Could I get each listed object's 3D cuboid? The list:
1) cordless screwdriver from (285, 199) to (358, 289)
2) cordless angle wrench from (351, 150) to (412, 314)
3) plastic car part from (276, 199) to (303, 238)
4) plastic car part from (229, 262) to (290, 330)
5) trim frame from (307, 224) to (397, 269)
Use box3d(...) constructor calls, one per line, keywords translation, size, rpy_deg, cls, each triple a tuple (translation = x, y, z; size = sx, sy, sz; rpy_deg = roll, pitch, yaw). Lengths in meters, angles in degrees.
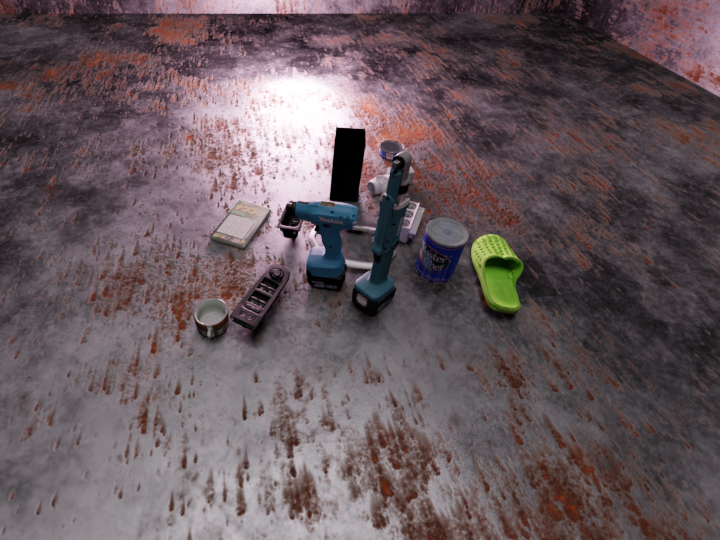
box3d(translation=(-0.098, -0.064, 1.002), size=(0.160, 0.242, 0.076), rpy_deg=(10, 46, 2), cls="cordless screwdriver")
box3d(translation=(0.054, -0.068, 0.899), size=(0.078, 0.412, 0.096), rpy_deg=(36, 51, 23), cls="cordless angle wrench")
box3d(translation=(-0.189, -0.133, 1.183), size=(0.066, 0.069, 0.119), rpy_deg=(9, 46, 1), cls="plastic car part")
box3d(translation=(-0.226, 0.065, 0.992), size=(0.068, 0.065, 0.204), rpy_deg=(17, 47, 10), cls="plastic car part")
box3d(translation=(-0.023, -0.073, 1.165), size=(0.249, 0.027, 0.189), rpy_deg=(5, 46, 1), cls="trim frame")
